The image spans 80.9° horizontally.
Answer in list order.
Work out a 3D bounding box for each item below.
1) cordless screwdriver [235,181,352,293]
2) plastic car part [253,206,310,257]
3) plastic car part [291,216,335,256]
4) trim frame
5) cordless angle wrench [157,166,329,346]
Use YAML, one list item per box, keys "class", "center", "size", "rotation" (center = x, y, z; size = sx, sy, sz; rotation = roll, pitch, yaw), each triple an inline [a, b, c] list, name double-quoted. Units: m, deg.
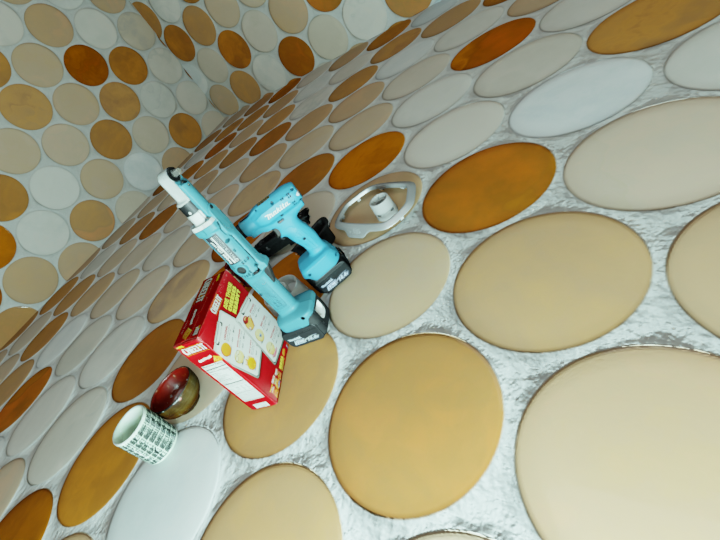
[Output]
- class: "cordless screwdriver"
  center: [-0.139, -0.050, 0.891]
  size: [0.160, 0.237, 0.078]
  rotation: [-36, 30, 4]
- class: "plastic car part"
  center: [-0.216, -0.096, 1.179]
  size: [0.206, 0.064, 0.068]
  rotation: [-28, 33, 17]
- class: "plastic car part"
  center: [-0.100, -0.066, 1.028]
  size: [0.116, 0.067, 0.069]
  rotation: [-50, 33, -16]
- class: "trim frame"
  center: [0.034, -0.153, 1.039]
  size: [0.261, 0.026, 0.183]
  rotation: [10, 57, 49]
- class: "cordless angle wrench"
  center: [-0.206, -0.017, 0.765]
  size: [0.100, 0.403, 0.076]
  rotation: [-24, 33, 24]
